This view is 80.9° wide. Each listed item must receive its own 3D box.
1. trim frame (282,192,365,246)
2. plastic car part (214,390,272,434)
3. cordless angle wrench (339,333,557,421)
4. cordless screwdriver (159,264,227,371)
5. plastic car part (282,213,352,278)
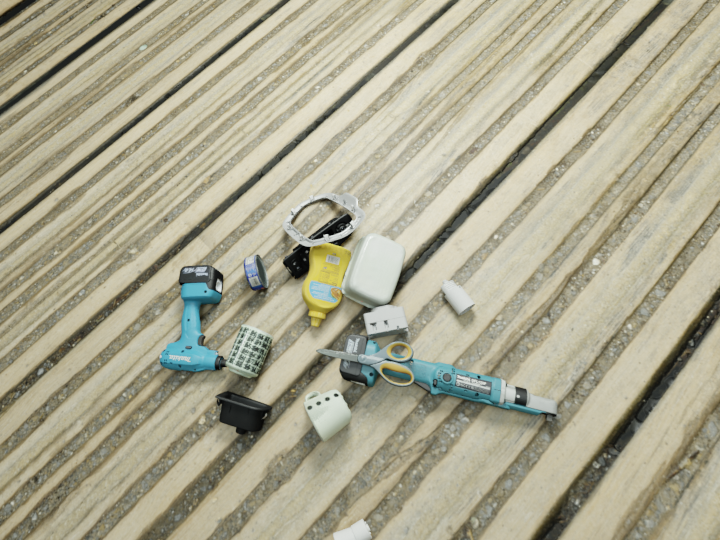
[{"bbox_3d":[-0.094,-0.133,1.038,0.182,0.026,0.262,-33,36,-13],"label":"trim frame"},{"bbox_3d":[-0.257,0.312,0.911,0.119,0.064,0.071,16,85,13],"label":"plastic car part"},{"bbox_3d":[0.171,0.223,0.862,0.433,0.072,0.099,11,69,13],"label":"cordless angle wrench"},{"bbox_3d":[-0.377,0.114,1.013,0.162,0.072,0.253,1,70,10],"label":"cordless screwdriver"},{"bbox_3d":[-0.103,-0.067,1.049,0.202,0.064,0.070,-37,24,-5],"label":"plastic car part"}]
